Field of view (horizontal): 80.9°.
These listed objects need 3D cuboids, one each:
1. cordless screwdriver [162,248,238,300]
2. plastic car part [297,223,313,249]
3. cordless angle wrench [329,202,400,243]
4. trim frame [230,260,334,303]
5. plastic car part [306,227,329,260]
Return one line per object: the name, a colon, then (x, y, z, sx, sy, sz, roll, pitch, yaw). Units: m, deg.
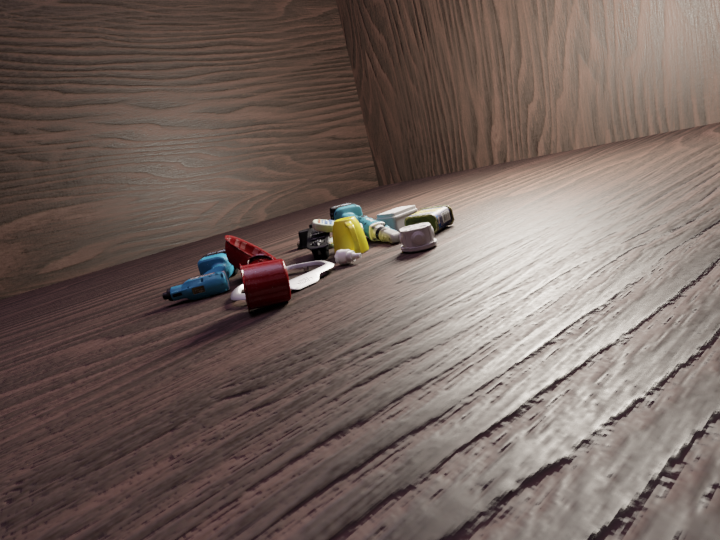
cordless screwdriver: (-0.411, 0.016, 1.112, 0.159, 0.073, 0.255, -15, 17, -3)
plastic car part: (-0.158, -0.117, 1.386, 0.117, 0.070, 0.067, -17, 12, 2)
cordless angle wrench: (0.012, -0.135, 1.254, 0.096, 0.073, 0.441, -16, 20, -16)
trim frame: (-0.171, 0.022, 0.928, 0.240, 0.027, 0.193, -23, 15, -39)
plastic car part: (-0.114, -0.075, 1.168, 0.066, 0.066, 0.207, -7, 17, -2)
